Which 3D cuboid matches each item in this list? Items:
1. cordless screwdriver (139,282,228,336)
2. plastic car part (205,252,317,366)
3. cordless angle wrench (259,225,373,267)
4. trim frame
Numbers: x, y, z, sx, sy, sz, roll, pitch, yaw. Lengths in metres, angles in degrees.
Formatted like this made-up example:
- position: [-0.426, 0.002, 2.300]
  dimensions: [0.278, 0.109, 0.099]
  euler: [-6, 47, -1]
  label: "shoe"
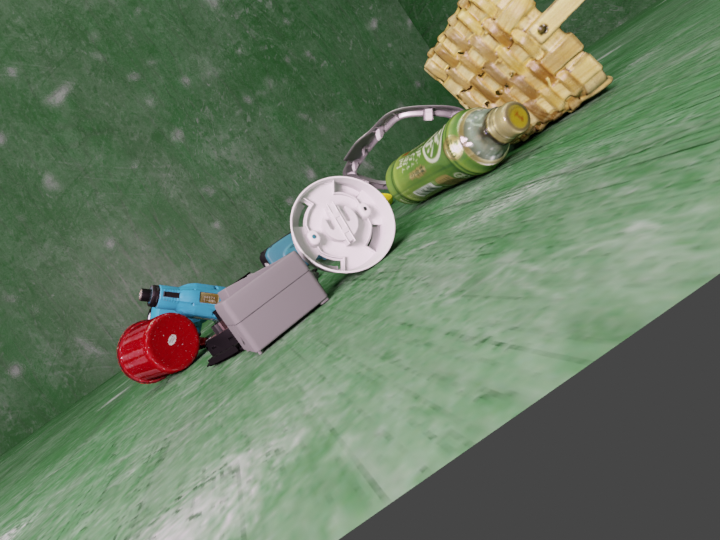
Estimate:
- position: [-0.312, 0.074, 0.713]
  dimensions: [0.151, 0.076, 0.256]
  euler: [12, -24, -35]
  label: "cordless screwdriver"
- position: [-0.118, 0.031, 0.508]
  dimensions: [0.067, 0.067, 0.200]
  euler: [-40, 2, 30]
  label: "plastic car part"
- position: [-0.067, -0.044, 0.683]
  dimensions: [0.096, 0.073, 0.435]
  euler: [-38, 12, -23]
  label: "cordless angle wrench"
- position: [0.070, -0.167, 0.622]
  dimensions: [0.179, 0.028, 0.252]
  euler: [7, -13, -18]
  label: "trim frame"
